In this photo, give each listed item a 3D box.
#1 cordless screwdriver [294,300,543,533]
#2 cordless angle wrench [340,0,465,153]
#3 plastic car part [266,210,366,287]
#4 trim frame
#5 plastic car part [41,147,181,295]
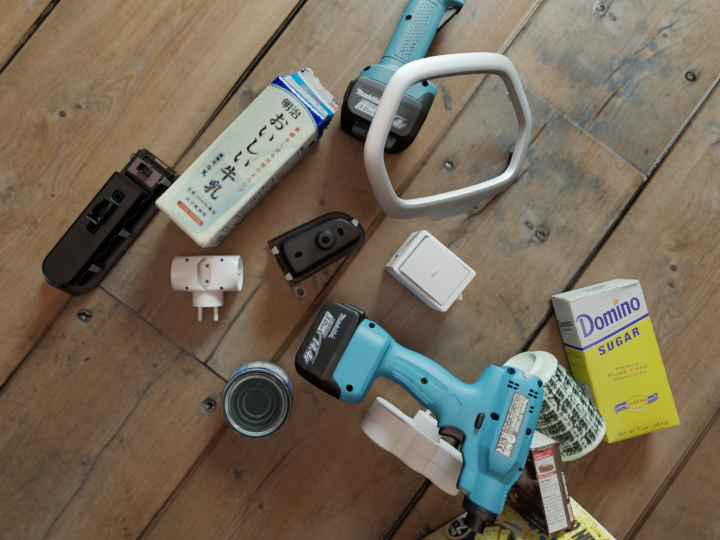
[{"bbox_3d":[0.048,0.142,0.453,0.257,0.072,0.160,21,77,16],"label":"cordless screwdriver"},{"bbox_3d":[0.101,-0.352,0.517,0.098,0.074,0.423,25,86,-3],"label":"cordless angle wrench"},{"bbox_3d":[-0.049,-0.032,0.503,0.116,0.071,0.066,-28,94,0],"label":"plastic car part"},{"bbox_3d":[0.107,-0.148,0.484,0.241,0.029,0.179,-18,113,-26],"label":"trim frame"},{"bbox_3d":[-0.305,-0.053,0.505,0.065,0.068,0.203,38,91,-10],"label":"plastic car part"}]
